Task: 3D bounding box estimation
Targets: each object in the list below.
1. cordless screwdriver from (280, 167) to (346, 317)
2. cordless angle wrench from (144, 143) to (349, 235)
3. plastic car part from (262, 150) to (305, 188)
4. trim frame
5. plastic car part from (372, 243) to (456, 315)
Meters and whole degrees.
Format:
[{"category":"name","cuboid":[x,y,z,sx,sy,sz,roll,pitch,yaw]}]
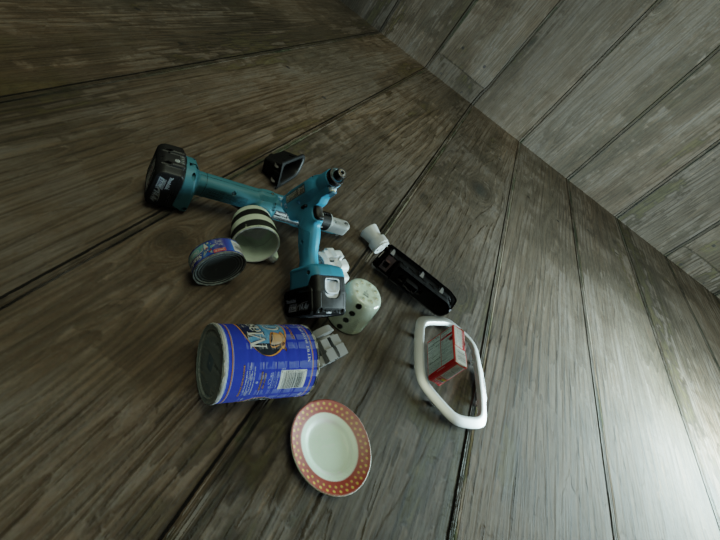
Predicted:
[{"category":"cordless screwdriver","cuboid":[-0.071,-0.046,0.727,0.071,0.164,0.254,8,68,-39]},{"category":"cordless angle wrench","cuboid":[-0.191,-0.130,0.825,0.402,0.099,0.077,13,49,-34]},{"category":"plastic car part","cuboid":[-0.186,-0.246,0.979,0.072,0.065,0.116,27,34,6]},{"category":"trim frame","cuboid":[0.179,0.191,0.835,0.180,0.027,0.253,26,37,-13]},{"category":"plastic car part","cuboid":[0.122,0.031,0.910,0.200,0.066,0.068,36,19,-7]}]
